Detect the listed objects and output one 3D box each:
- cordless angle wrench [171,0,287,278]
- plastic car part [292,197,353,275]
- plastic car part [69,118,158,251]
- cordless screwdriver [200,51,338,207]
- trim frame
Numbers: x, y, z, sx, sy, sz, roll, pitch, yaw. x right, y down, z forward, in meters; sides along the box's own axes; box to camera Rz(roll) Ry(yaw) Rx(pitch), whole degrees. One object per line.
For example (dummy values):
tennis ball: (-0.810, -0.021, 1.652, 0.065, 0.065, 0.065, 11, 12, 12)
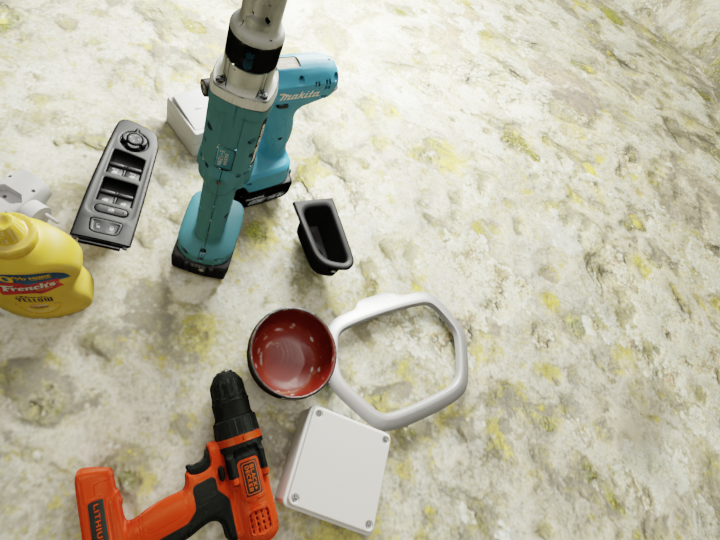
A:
cordless angle wrench: (-0.133, -0.110, 0.420, 0.072, 0.426, 0.100, 18, 61, -18)
plastic car part: (-0.061, -0.040, 0.622, 0.064, 0.071, 0.120, -10, 69, -27)
plastic car part: (-0.316, -0.112, 0.563, 0.064, 0.067, 0.208, 10, 61, -19)
cordless screwdriver: (-0.140, -0.175, 0.555, 0.154, 0.251, 0.076, -20, 77, -31)
trim frame: (0.058, 0.118, 0.612, 0.241, 0.027, 0.189, -15, 70, -27)
